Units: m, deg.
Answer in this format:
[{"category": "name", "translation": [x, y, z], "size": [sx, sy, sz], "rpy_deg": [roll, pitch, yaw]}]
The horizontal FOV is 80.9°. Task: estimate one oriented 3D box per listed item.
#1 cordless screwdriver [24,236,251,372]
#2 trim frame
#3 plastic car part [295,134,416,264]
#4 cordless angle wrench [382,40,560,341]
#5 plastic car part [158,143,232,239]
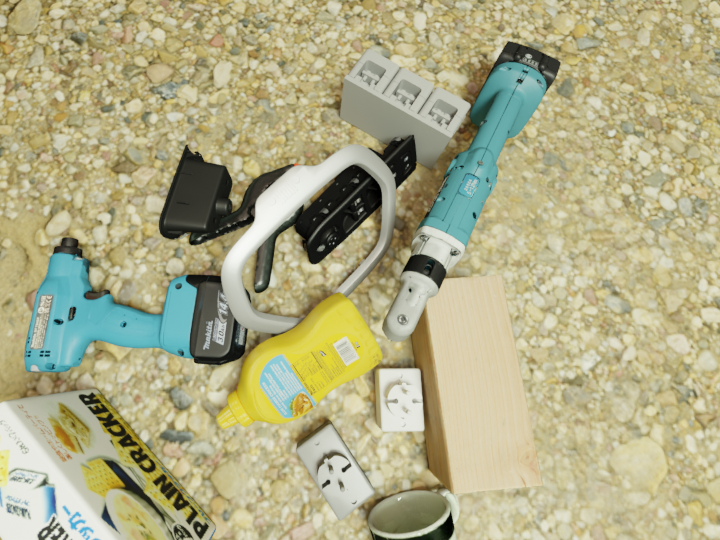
[{"category": "cordless screwdriver", "translation": [-0.258, 0.036, 0.497], "size": [0.250, 0.073, 0.162], "rpy_deg": [-2, 74, 2]}, {"category": "trim frame", "translation": [-0.047, -0.031, 0.481], "size": [0.247, 0.174, 0.029], "rpy_deg": [-44, 43, -12]}, {"category": "plastic car part", "translation": [-0.011, -0.097, 0.541], "size": [0.070, 0.064, 0.202], "rpy_deg": [35, 75, 19]}, {"category": "cordless angle wrench", "translation": [0.124, -0.104, 0.480], "size": [0.075, 0.096, 0.423], "rpy_deg": [27, 63, 5]}, {"category": "plastic car part", "translation": [-0.191, -0.087, 0.517], "size": [0.072, 0.064, 0.119], "rpy_deg": [3, 65, 6]}]
